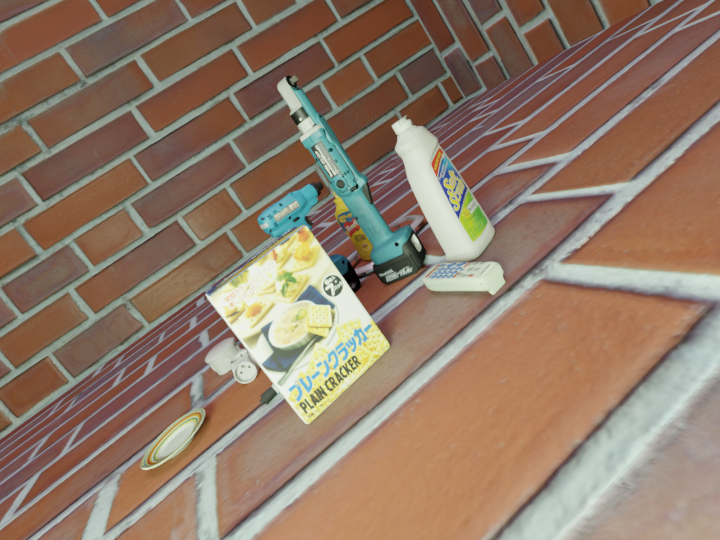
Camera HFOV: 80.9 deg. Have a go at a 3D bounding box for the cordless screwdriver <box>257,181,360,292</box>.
[{"bbox_3d":[-0.088,-0.058,0.904,0.157,0.244,0.076,-38,11,-17],"label":"cordless screwdriver"}]

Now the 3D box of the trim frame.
[{"bbox_3d":[0.054,-0.060,1.022,0.245,0.027,0.191,-43,18,-28],"label":"trim frame"}]

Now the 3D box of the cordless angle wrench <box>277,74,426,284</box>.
[{"bbox_3d":[-0.026,-0.169,0.787,0.100,0.415,0.074,-28,12,32],"label":"cordless angle wrench"}]
